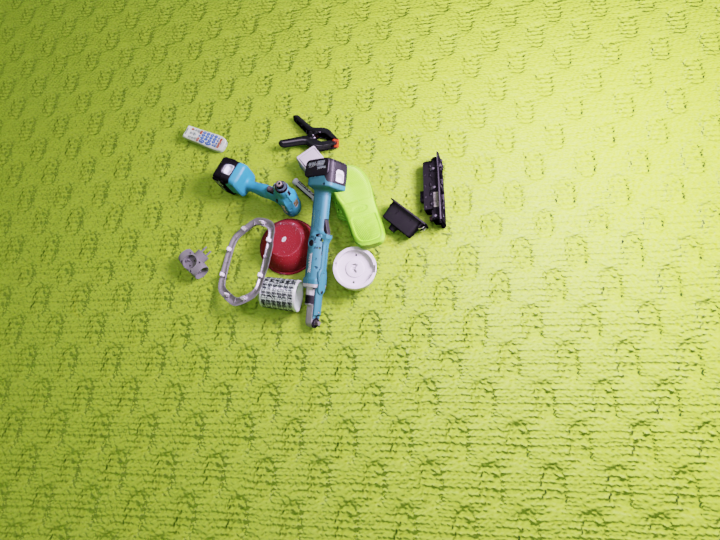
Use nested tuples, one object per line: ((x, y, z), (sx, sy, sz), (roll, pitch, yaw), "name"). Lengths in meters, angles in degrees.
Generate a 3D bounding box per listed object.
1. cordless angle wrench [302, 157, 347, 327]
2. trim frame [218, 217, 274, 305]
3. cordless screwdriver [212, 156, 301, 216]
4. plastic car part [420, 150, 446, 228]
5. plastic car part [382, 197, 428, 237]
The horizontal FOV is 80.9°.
((-0.105, -0.069, 1.072), (0.103, 0.070, 0.424), (2, 85, 41), "cordless angle wrench")
((-0.296, -0.029, 1.098), (0.192, 0.026, 0.252), (-5, 63, 33), "trim frame")
((-0.281, -0.232, 1.134), (0.257, 0.154, 0.074), (25, 78, 15), "cordless screwdriver")
((0.192, -0.211, 1.110), (0.070, 0.063, 0.206), (-5, 72, 32), "plastic car part")
((0.108, -0.126, 1.096), (0.121, 0.063, 0.071), (38, 95, 19), "plastic car part")
